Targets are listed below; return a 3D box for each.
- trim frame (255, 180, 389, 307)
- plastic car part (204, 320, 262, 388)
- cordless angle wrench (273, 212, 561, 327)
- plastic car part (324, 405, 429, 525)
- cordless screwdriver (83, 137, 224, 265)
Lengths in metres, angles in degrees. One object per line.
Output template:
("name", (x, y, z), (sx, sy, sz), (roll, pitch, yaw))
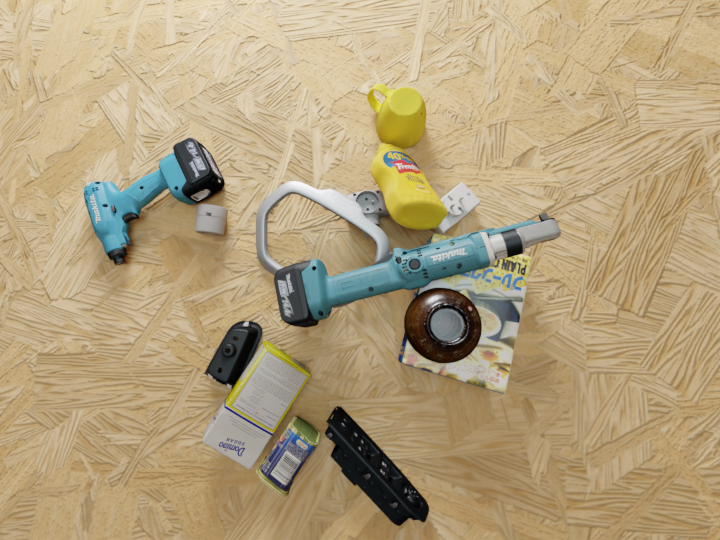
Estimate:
("trim frame", (-0.071, -0.046, 0.722), (0.254, 0.027, 0.184), (32, 101, 11))
("plastic car part", (-0.213, 0.137, 0.699), (0.067, 0.070, 0.116), (25, 85, 4))
("cordless angle wrench", (0.081, -0.005, 0.642), (0.428, 0.072, 0.100), (-15, 75, 10))
("plastic car part", (0.016, 0.310, 0.650), (0.207, 0.065, 0.067), (40, 94, 10))
("cordless screwdriver", (-0.369, -0.124, 0.763), (0.250, 0.073, 0.162), (-24, 79, 4))
